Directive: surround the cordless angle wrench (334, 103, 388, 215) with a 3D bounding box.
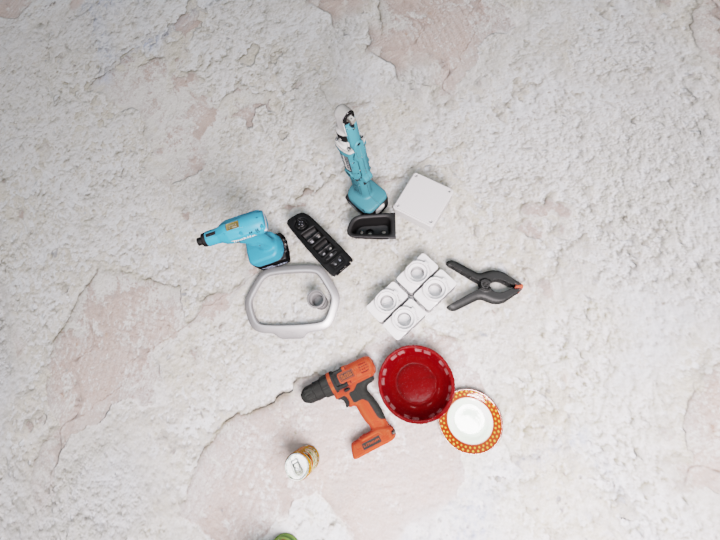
[{"bbox_3d":[-0.006,-0.224,0.906,0.074,0.409,0.101,-44,75,-4],"label":"cordless angle wrench"}]

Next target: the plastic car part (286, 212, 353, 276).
[{"bbox_3d":[-0.104,-0.068,1.065,0.066,0.065,0.210,-42,70,-3],"label":"plastic car part"}]

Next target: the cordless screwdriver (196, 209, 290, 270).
[{"bbox_3d":[-0.267,-0.062,1.006,0.160,0.241,0.076,-17,74,5],"label":"cordless screwdriver"}]

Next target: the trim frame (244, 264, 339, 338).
[{"bbox_3d":[-0.173,0.077,1.057,0.253,0.026,0.187,-5,73,11],"label":"trim frame"}]

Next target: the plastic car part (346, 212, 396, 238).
[{"bbox_3d":[0.029,-0.100,1.043,0.119,0.068,0.067,-1,75,11],"label":"plastic car part"}]
